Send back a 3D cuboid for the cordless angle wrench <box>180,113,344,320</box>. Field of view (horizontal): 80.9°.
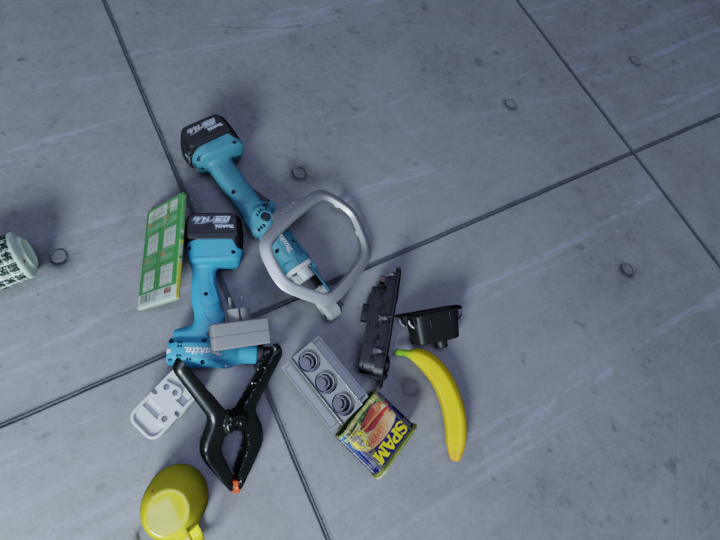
[{"bbox_3d":[-0.171,-0.088,0.753,0.096,0.074,0.429,-33,81,-25],"label":"cordless angle wrench"}]

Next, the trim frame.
[{"bbox_3d":[-0.072,-0.047,0.736,0.182,0.028,0.246,45,49,-6],"label":"trim frame"}]

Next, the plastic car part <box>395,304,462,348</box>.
[{"bbox_3d":[0.131,0.102,0.744,0.114,0.067,0.071,-5,87,-17],"label":"plastic car part"}]

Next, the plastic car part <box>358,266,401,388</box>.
[{"bbox_3d":[0.032,0.094,0.723,0.067,0.065,0.206,7,68,0],"label":"plastic car part"}]

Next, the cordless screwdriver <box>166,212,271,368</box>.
[{"bbox_3d":[-0.223,0.032,0.696,0.156,0.074,0.253,3,73,-13],"label":"cordless screwdriver"}]
